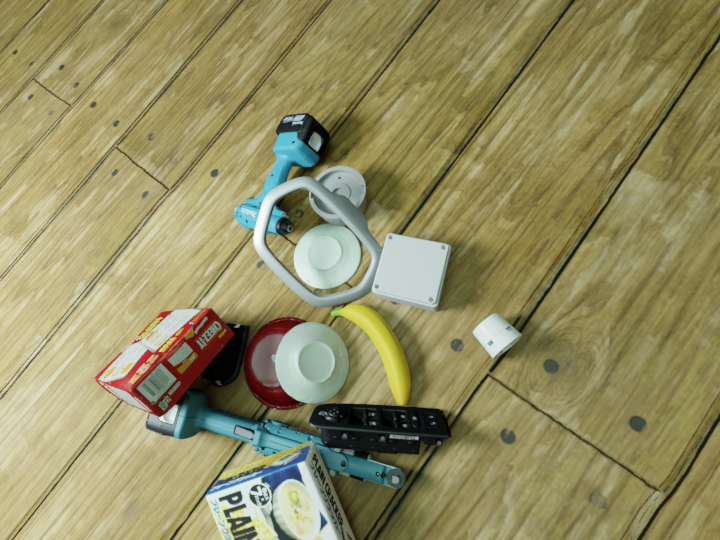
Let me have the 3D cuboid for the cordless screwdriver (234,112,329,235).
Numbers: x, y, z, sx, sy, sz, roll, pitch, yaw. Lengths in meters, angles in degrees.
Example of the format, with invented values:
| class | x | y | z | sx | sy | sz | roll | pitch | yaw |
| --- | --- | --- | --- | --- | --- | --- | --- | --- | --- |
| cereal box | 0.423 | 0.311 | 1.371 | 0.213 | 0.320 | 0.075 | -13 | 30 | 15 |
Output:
| class | x | y | z | sx | sy | sz | roll | pitch | yaw |
| --- | --- | --- | --- | --- | --- | --- | --- | --- | --- |
| cordless screwdriver | -0.140 | -0.183 | 0.826 | 0.168 | 0.070 | 0.249 | 19 | 79 | 43 |

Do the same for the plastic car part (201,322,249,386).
| class | x | y | z | sx | sy | sz | roll | pitch | yaw |
| --- | --- | --- | --- | --- | --- | --- | --- | --- | --- |
| plastic car part | -0.253 | 0.148 | 0.762 | 0.068 | 0.067 | 0.118 | 1 | 68 | 19 |

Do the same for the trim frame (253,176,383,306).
| class | x | y | z | sx | sy | sz | roll | pitch | yaw |
| --- | --- | --- | --- | --- | --- | --- | --- | --- | --- |
| trim frame | -0.073 | -0.047 | 0.742 | 0.184 | 0.028 | 0.246 | -45 | 94 | 2 |

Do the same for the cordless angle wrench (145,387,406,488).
| class | x | y | z | sx | sy | sz | roll | pitch | yaw |
| --- | --- | --- | --- | --- | --- | --- | --- | --- | --- |
| cordless angle wrench | -0.140 | 0.271 | 0.678 | 0.435 | 0.094 | 0.075 | 10 | 74 | 16 |

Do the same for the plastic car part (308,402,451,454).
| class | x | y | z | sx | sy | sz | roll | pitch | yaw |
| --- | --- | --- | --- | --- | --- | --- | --- | --- | --- |
| plastic car part | 0.024 | 0.238 | 0.634 | 0.204 | 0.067 | 0.066 | 6 | 112 | 2 |
